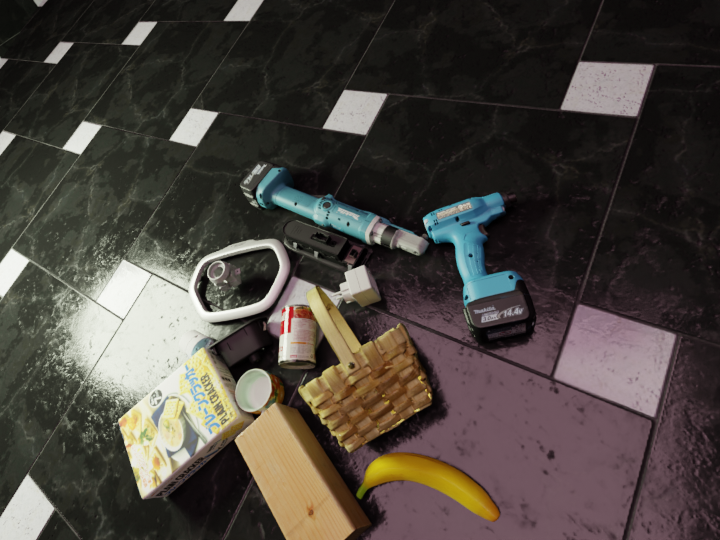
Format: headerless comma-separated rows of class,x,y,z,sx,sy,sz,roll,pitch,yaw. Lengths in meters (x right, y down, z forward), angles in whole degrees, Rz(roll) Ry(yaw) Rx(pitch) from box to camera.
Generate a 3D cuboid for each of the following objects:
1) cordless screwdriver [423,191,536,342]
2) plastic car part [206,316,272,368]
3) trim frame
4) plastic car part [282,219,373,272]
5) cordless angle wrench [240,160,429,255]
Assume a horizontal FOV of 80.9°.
cordless screwdriver,0.214,-0.019,0.690,0.161,0.070,0.258,-21,55,12
plastic car part,-0.219,0.146,0.804,0.117,0.064,0.073,-30,73,3
trim frame,-0.261,0.016,0.901,0.254,0.026,0.189,-15,61,18
plastic car part,-0.082,-0.054,0.840,0.214,0.063,0.066,20,76,33
cordless angle wrench,-0.062,-0.119,0.858,0.444,0.071,0.098,25,69,28
